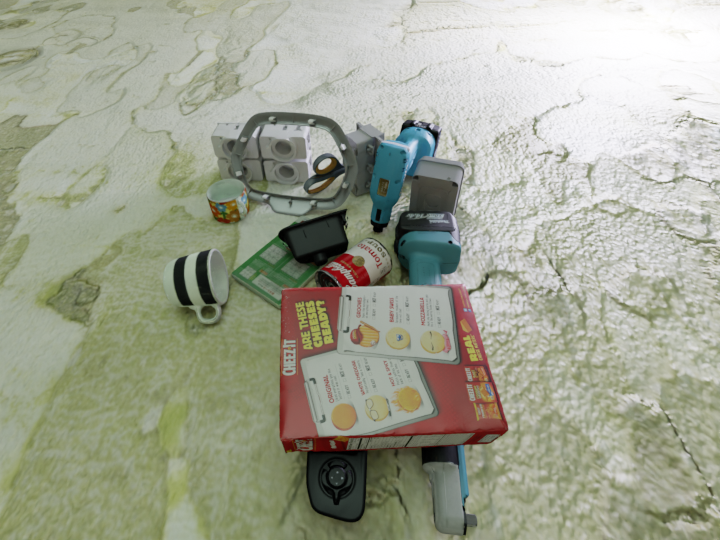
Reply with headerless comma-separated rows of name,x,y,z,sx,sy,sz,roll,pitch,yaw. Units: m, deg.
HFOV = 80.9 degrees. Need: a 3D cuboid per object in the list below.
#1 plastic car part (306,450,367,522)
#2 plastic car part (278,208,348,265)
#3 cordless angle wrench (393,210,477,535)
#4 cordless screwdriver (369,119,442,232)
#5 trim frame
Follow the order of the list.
plastic car part,-0.027,0.169,0.483,0.066,0.065,0.209,3,50,-5
plastic car part,-0.067,-0.044,0.682,0.115,0.064,0.074,-20,66,-13
cordless angle wrench,0.095,0.091,0.550,0.099,0.072,0.434,1,49,4
cordless screwdriver,0.077,-0.183,0.783,0.076,0.156,0.247,19,35,13
trim frame,-0.127,-0.193,0.772,0.255,0.181,0.027,10,20,14
